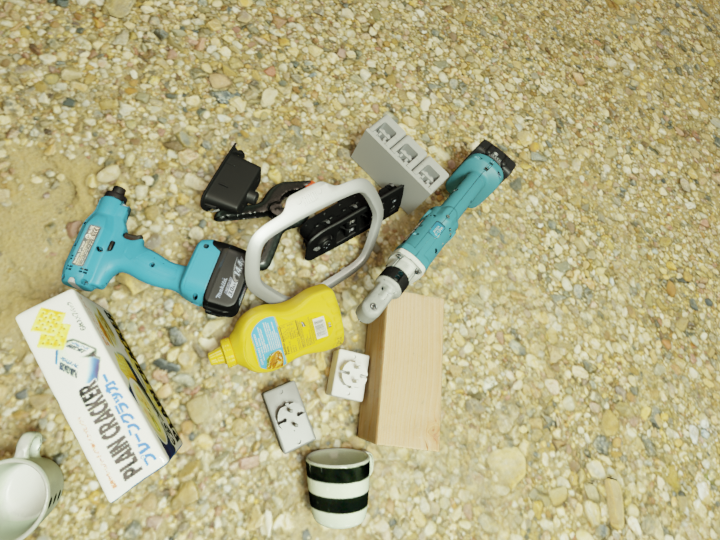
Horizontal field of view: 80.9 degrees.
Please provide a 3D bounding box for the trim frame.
[{"bbox_3d":[-0.061,-0.040,0.628,0.244,0.177,0.029,-30,44,-21],"label":"trim frame"}]

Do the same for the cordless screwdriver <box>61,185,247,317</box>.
[{"bbox_3d":[-0.279,-0.028,0.614,0.247,0.074,0.161,13,68,-5],"label":"cordless screwdriver"}]

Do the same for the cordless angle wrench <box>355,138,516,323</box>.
[{"bbox_3d":[0.119,-0.068,0.653,0.075,0.098,0.418,41,54,2],"label":"cordless angle wrench"}]

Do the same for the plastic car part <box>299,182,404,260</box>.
[{"bbox_3d":[-0.020,-0.090,0.698,0.200,0.065,0.069,-37,72,-22],"label":"plastic car part"}]

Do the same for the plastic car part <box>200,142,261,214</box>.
[{"bbox_3d":[-0.190,-0.128,0.653,0.071,0.065,0.118,17,58,-1],"label":"plastic car part"}]
